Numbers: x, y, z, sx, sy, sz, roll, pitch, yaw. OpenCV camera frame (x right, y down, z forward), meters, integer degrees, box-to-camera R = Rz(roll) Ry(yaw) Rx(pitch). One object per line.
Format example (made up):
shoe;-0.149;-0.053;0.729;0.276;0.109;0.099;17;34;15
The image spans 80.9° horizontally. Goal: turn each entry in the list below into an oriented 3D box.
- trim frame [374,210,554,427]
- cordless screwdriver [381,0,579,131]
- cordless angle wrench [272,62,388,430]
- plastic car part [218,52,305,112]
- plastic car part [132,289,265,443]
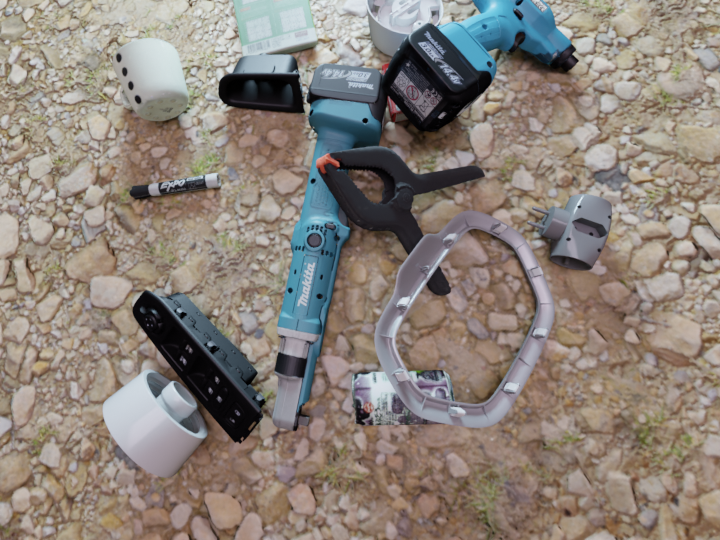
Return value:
trim frame;0.118;0.044;0.449;0.184;0.028;0.247;41;68;-1
cordless screwdriver;0.152;-0.251;0.499;0.160;0.075;0.246;45;66;1
cordless angle wrench;-0.049;-0.032;0.501;0.099;0.073;0.425;10;81;6
plastic car part;-0.128;-0.259;0.566;0.119;0.064;0.072;9;65;9
plastic car part;-0.180;0.092;0.485;0.207;0.066;0.066;40;128;11
